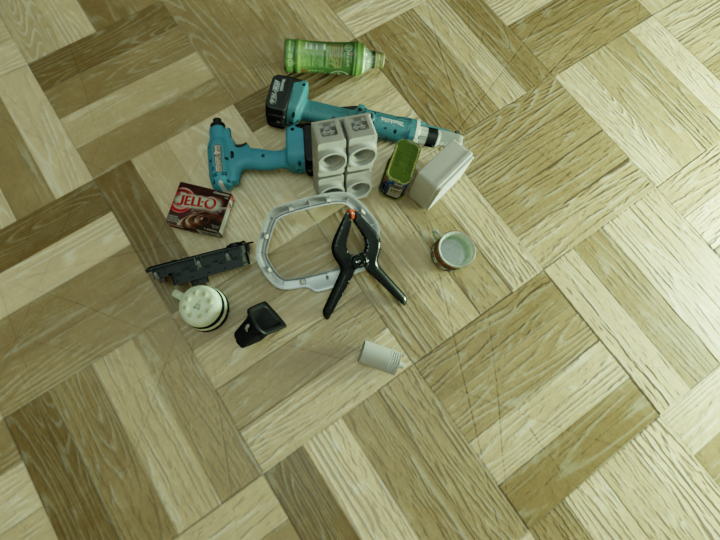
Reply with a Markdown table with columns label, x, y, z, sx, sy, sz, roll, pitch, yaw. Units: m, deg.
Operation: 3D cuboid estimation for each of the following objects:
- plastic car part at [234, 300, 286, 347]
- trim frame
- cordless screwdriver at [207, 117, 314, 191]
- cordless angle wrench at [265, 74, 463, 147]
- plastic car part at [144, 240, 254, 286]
| label | x | y | z | sx | sy | sz | roll | pitch | yaw |
| --- | --- | --- | --- | --- | --- | --- | --- | --- | --- |
| plastic car part | -0.192 | 0.106 | 0.762 | 0.067 | 0.114 | 0.071 | 46 | 100 | 5 |
| trim frame | -0.080 | -0.052 | 0.820 | 0.246 | 0.028 | 0.181 | -14 | 101 | -9 |
| cordless screwdriver | -0.193 | -0.258 | 0.876 | 0.248 | 0.073 | 0.162 | -9 | 76 | -1 |
| cordless angle wrench | 0.012 | -0.317 | 0.902 | 0.422 | 0.074 | 0.099 | 13 | 75 | -1 |
| plastic car part | -0.298 | -0.011 | 0.809 | 0.201 | 0.067 | 0.067 | -20 | 88 | -8 |
